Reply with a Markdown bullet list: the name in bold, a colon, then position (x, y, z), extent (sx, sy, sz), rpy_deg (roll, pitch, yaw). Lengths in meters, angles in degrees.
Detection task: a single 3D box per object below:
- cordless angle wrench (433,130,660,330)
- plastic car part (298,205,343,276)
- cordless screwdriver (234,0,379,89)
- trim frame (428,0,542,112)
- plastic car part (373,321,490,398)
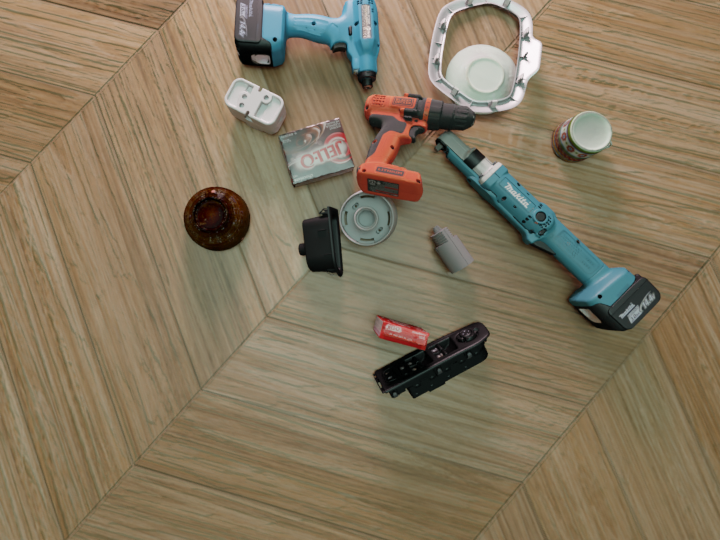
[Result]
- **cordless angle wrench**: position (0.288, -0.082, 0.704), extent (0.098, 0.073, 0.428), rpy_deg (-44, 84, -3)
- **plastic car part**: position (-0.070, -0.046, 0.715), extent (0.073, 0.064, 0.116), rpy_deg (-3, 89, 13)
- **cordless screwdriver**: position (-0.090, -0.391, 0.733), extent (0.247, 0.074, 0.160), rpy_deg (-3, 86, -4)
- **trim frame**: position (0.215, -0.382, 0.730), extent (0.185, 0.027, 0.251), rpy_deg (12, 74, 3)
- **plastic car part**: position (0.127, 0.154, 0.690), extent (0.203, 0.067, 0.066), rpy_deg (-31, 98, -2)
